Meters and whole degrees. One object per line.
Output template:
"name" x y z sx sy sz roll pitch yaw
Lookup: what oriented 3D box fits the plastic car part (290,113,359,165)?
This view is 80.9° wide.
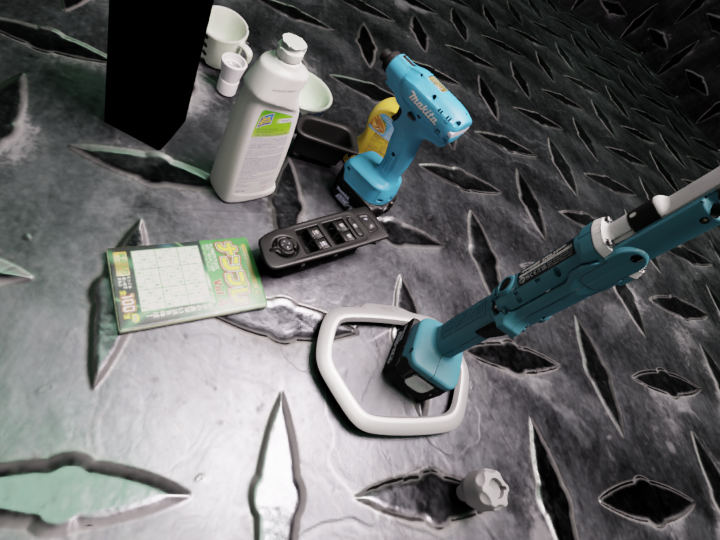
"plastic car part" -0.070 -0.218 0.729 0.112 0.071 0.068 8 56 -25

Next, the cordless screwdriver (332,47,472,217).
"cordless screwdriver" 0.036 -0.196 0.652 0.072 0.250 0.162 -29 78 -41

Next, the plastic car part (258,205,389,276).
"plastic car part" -0.060 -0.039 0.610 0.196 0.067 0.068 -17 69 -37

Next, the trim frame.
"trim frame" 0.050 0.127 0.577 0.239 0.028 0.190 7 55 -25

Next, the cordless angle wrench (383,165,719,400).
"cordless angle wrench" 0.171 0.032 0.444 0.074 0.426 0.098 37 48 -7
